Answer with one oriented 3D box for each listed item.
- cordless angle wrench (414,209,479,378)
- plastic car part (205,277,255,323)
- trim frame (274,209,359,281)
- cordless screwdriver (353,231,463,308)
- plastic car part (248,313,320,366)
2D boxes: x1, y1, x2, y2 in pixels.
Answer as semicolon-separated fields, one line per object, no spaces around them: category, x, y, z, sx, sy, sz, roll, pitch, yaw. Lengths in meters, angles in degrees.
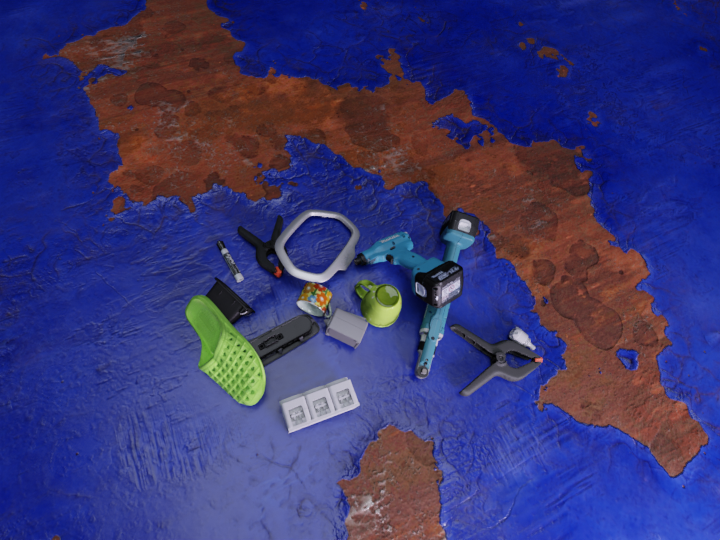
cordless angle wrench;0.198;0.054;1.025;0.075;0.097;0.426;19;69;0
plastic car part;-0.313;0.079;0.981;0.120;0.064;0.071;36;80;14
trim frame;-0.103;-0.068;1.056;0.188;0.027;0.247;26;49;10
cordless screwdriver;0.107;-0.005;0.989;0.156;0.072;0.263;-24;37;-21
plastic car part;-0.187;0.154;0.954;0.199;0.065;0.069;-26;65;-20
